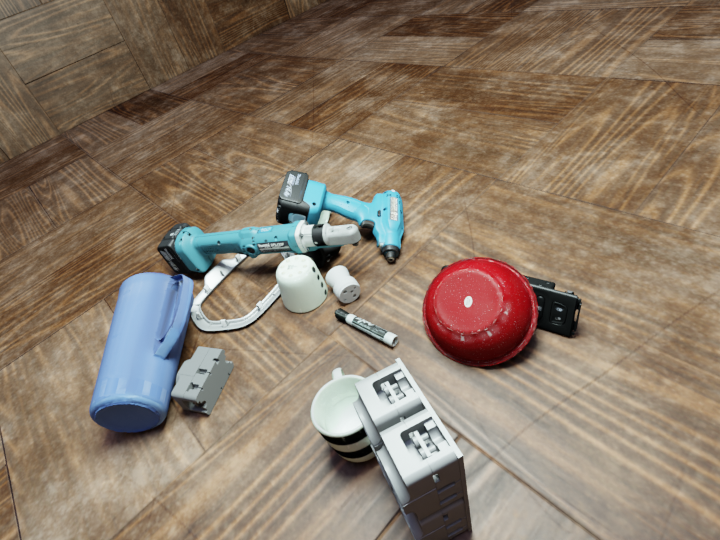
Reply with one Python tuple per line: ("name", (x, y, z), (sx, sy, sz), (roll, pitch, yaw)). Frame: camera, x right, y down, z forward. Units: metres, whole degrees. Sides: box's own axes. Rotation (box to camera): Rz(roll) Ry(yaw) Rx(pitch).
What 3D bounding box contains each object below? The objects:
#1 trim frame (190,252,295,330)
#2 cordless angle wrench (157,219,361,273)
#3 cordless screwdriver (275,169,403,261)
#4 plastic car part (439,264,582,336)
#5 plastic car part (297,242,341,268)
("trim frame", (-0.231, 0.023, 0.843), (0.194, 0.026, 0.247), (15, 54, 34))
("cordless angle wrench", (-0.202, -0.055, 0.816), (0.438, 0.093, 0.075), (-3, 43, 25))
("cordless screwdriver", (-0.038, -0.102, 0.815), (0.247, 0.073, 0.163), (9, 54, -5))
("plastic car part", (0.219, 0.027, 0.640), (0.213, 0.064, 0.066), (14, 41, 32))
("plastic car part", (-0.083, -0.054, 0.850), (0.069, 0.064, 0.123), (-28, 44, -32))
